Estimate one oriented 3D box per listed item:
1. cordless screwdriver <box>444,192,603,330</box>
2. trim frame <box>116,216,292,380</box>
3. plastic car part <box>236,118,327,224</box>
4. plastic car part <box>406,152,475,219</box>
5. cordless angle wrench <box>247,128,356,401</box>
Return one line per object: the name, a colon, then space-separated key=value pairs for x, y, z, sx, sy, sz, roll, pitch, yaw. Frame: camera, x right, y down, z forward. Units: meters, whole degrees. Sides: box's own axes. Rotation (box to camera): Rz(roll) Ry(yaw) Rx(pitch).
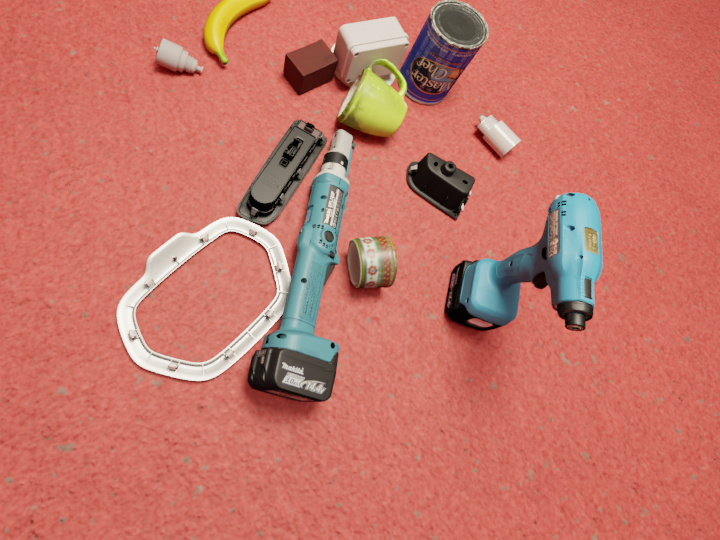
cordless screwdriver: x=0.201 y=0.025 z=0.546 sx=0.073 sy=0.249 sz=0.161 roll=20 pitch=63 yaw=-10
trim frame: x=-0.205 y=0.031 z=0.577 sx=0.186 sy=0.027 sz=0.246 roll=43 pitch=69 yaw=6
plastic car part: x=-0.115 y=-0.158 z=0.650 sx=0.065 sy=0.068 sz=0.203 roll=32 pitch=69 yaw=-10
plastic car part: x=0.137 y=-0.150 z=0.695 sx=0.116 sy=0.071 sz=0.066 roll=34 pitch=65 yaw=-4
cordless angle wrench: x=-0.059 y=-0.039 z=0.608 sx=0.093 sy=0.076 sz=0.430 roll=25 pitch=60 yaw=-30
